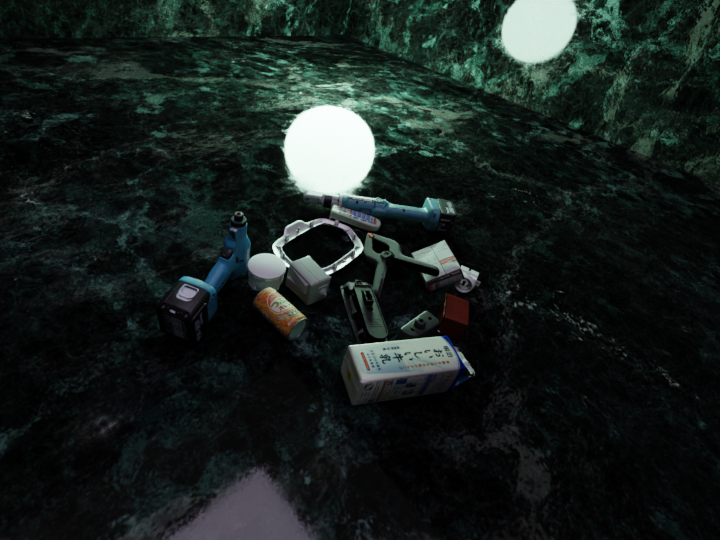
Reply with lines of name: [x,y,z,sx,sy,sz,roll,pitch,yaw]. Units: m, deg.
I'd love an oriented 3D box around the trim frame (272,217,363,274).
trim frame: [-0.102,-0.067,1.045,0.192,0.027,0.243,31,44,23]

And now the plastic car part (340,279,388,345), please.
plastic car part: [0.015,0.087,0.860,0.064,0.066,0.212,7,40,-21]

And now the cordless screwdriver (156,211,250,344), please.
cordless screwdriver: [-0.281,0.006,0.801,0.075,0.156,0.250,19,40,4]

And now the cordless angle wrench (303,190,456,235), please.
cordless angle wrench: [0.048,-0.177,1.191,0.422,0.073,0.100,8,38,-2]

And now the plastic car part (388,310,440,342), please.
plastic car part: [0.114,0.120,0.834,0.112,0.070,0.069,-21,49,-40]
